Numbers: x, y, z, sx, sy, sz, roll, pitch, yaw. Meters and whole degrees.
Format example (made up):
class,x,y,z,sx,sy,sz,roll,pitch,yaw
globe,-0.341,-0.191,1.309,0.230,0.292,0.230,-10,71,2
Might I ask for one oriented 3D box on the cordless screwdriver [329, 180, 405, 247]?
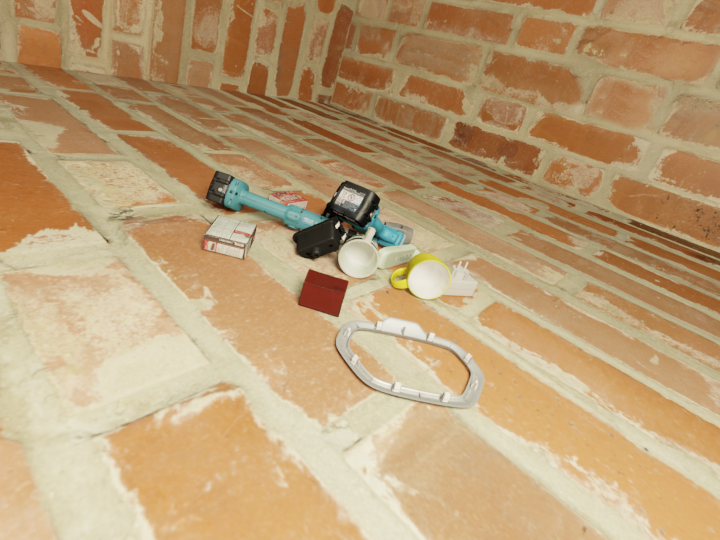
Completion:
class,x,y,z,sx,sy,sz,roll,pitch,yaw
cordless screwdriver,0.002,-0.127,1.005,0.168,0.074,0.236,28,-5,30

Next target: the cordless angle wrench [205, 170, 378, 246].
class,x,y,z,sx,sy,sz,roll,pitch,yaw
cordless angle wrench,-0.158,-0.129,1.020,0.424,0.074,0.098,21,0,1

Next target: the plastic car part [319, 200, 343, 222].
class,x,y,z,sx,sy,sz,roll,pitch,yaw
plastic car part,-0.054,-0.175,1.190,0.068,0.066,0.200,29,31,9

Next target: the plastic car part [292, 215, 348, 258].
class,x,y,z,sx,sy,sz,roll,pitch,yaw
plastic car part,-0.090,-0.059,0.917,0.118,0.063,0.073,-20,40,13

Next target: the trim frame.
class,x,y,z,sx,sy,sz,roll,pitch,yaw
trim frame,0.081,0.139,0.680,0.247,0.027,0.188,11,26,-5
